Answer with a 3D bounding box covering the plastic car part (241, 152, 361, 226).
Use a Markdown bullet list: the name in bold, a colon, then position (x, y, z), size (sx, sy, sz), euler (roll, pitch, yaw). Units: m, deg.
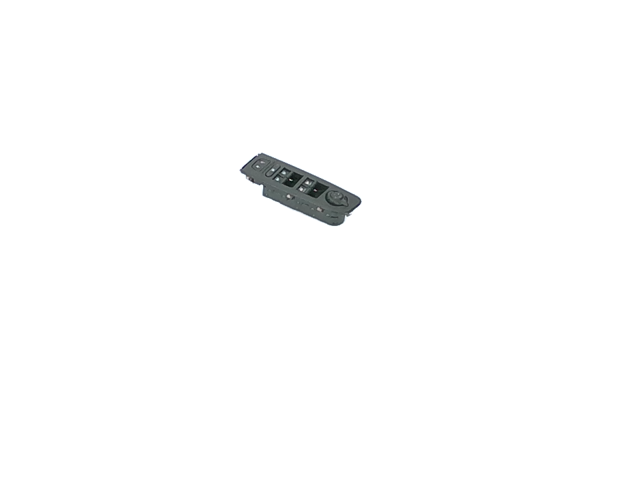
- **plastic car part**: position (-0.034, -0.078, 0.711), size (0.203, 0.067, 0.066), euler (22, 39, 16)
